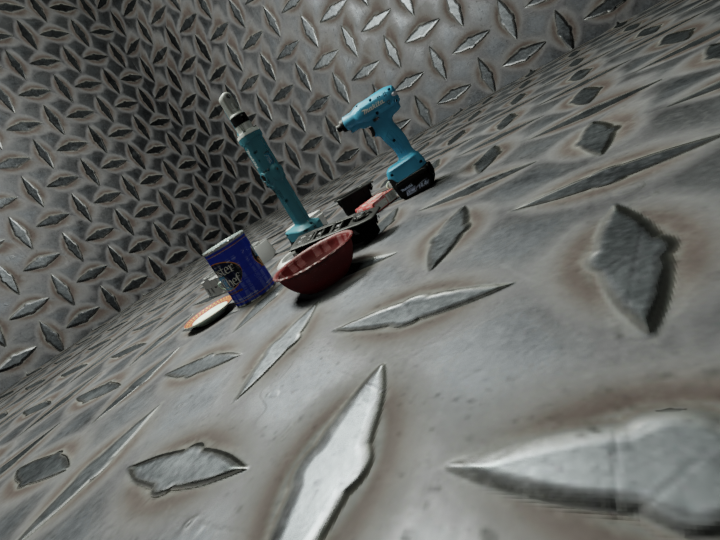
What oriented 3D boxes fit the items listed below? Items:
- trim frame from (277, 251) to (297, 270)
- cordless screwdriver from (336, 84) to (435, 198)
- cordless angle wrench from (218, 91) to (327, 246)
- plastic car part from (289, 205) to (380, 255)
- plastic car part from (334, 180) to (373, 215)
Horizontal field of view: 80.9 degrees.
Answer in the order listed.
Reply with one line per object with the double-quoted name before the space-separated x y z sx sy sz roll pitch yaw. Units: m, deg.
"trim frame" -0.100 -0.065 1.018 0.254 0.027 0.184 -24 17 23
"cordless screwdriver" 0.061 -0.286 0.998 0.163 0.244 0.074 -25 12 25
"cordless angle wrench" -0.209 -0.228 1.001 0.073 0.415 0.101 -37 12 -32
"plastic car part" -0.044 -0.068 0.852 0.208 0.066 0.066 -23 15 27
"plastic car part" -0.011 -0.185 1.145 0.115 0.069 0.068 -37 14 -22
